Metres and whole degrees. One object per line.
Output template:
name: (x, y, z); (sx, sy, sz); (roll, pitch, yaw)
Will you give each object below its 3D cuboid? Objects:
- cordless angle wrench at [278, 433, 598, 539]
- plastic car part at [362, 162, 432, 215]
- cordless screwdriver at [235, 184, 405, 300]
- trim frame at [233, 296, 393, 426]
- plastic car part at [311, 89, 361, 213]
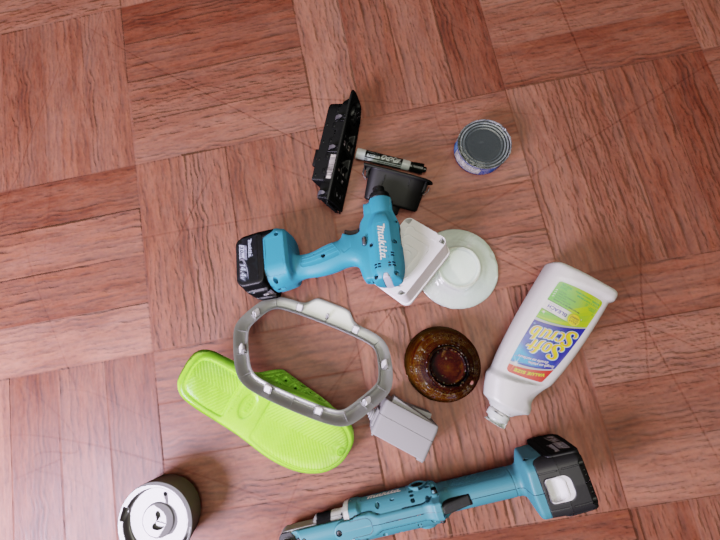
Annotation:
cordless angle wrench: (0.089, 0.326, 0.588); (0.426, 0.096, 0.075); (-17, 81, 5)
plastic car part: (0.052, -0.128, 0.690); (0.117, 0.066, 0.070); (19, 97, 3)
cordless screwdriver: (-0.063, -0.041, 0.647); (0.254, 0.071, 0.163); (-9, 65, 13)
trim frame: (-0.071, 0.121, 0.627); (0.253, 0.027, 0.185); (19, 46, 8)
plastic car part: (-0.041, -0.201, 0.711); (0.070, 0.063, 0.204); (11, 81, 30)
